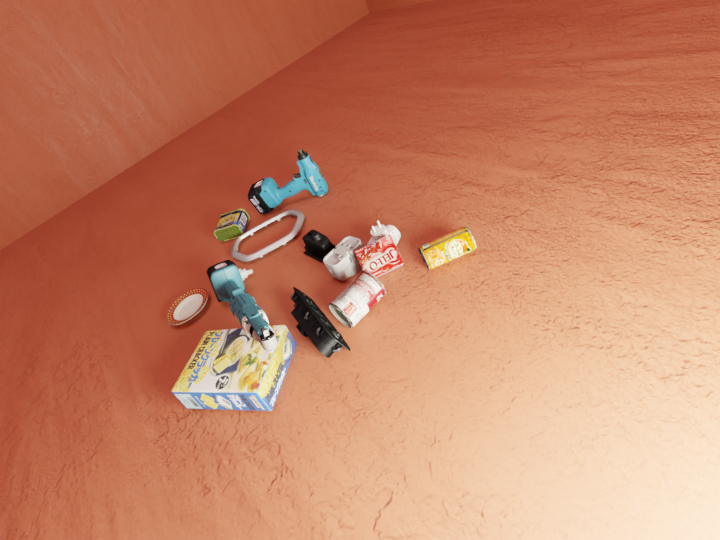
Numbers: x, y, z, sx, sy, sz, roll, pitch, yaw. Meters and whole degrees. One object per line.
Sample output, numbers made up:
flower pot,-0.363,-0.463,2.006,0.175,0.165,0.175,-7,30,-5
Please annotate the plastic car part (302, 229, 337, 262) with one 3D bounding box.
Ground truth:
plastic car part,-0.105,-0.069,1.072,0.065,0.067,0.123,-43,36,-17

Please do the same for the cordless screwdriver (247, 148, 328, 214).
cordless screwdriver,-0.241,-0.278,1.331,0.255,0.152,0.076,-14,38,21

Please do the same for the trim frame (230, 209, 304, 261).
trim frame,-0.277,-0.105,1.260,0.249,0.026,0.193,-31,38,0

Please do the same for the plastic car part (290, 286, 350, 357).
plastic car part,-0.095,0.110,0.867,0.067,0.063,0.215,-46,39,-7

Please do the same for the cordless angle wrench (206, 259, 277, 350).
cordless angle wrench,-0.257,0.075,0.922,0.073,0.095,0.444,-24,24,-21
